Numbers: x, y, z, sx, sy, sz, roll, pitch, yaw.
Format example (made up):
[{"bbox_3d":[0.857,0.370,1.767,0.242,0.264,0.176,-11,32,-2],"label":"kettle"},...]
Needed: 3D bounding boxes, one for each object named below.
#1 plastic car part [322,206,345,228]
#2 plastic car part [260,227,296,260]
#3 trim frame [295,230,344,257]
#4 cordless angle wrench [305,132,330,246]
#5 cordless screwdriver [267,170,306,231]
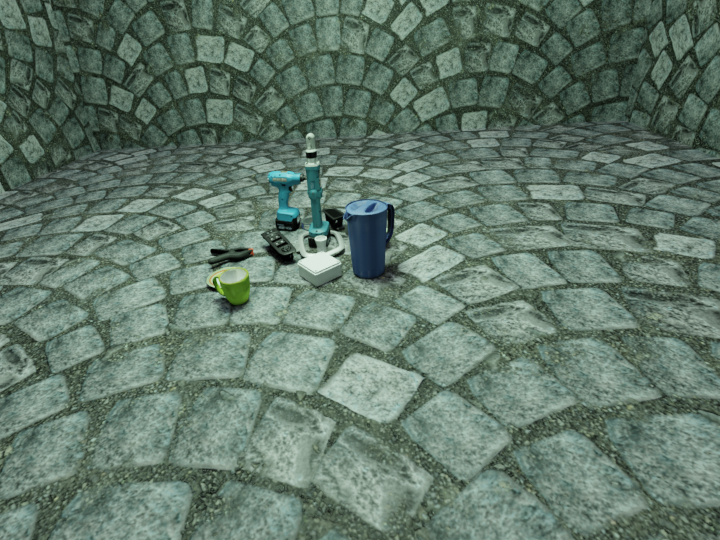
[{"bbox_3d":[-0.110,-0.213,1.751,0.064,0.069,0.123,-19,32,-25],"label":"plastic car part"},{"bbox_3d":[-0.303,-0.090,1.577,0.064,0.065,0.215,-20,33,-26],"label":"plastic car part"},{"bbox_3d":[-0.158,-0.103,1.612,0.183,0.027,0.258,-10,30,-7],"label":"trim frame"},{"bbox_3d":[-0.166,-0.288,1.550,0.076,0.411,0.099,2,28,9],"label":"cordless angle wrench"},{"bbox_3d":[-0.287,-0.286,1.735,0.164,0.241,0.074,5,29,16],"label":"cordless screwdriver"}]
